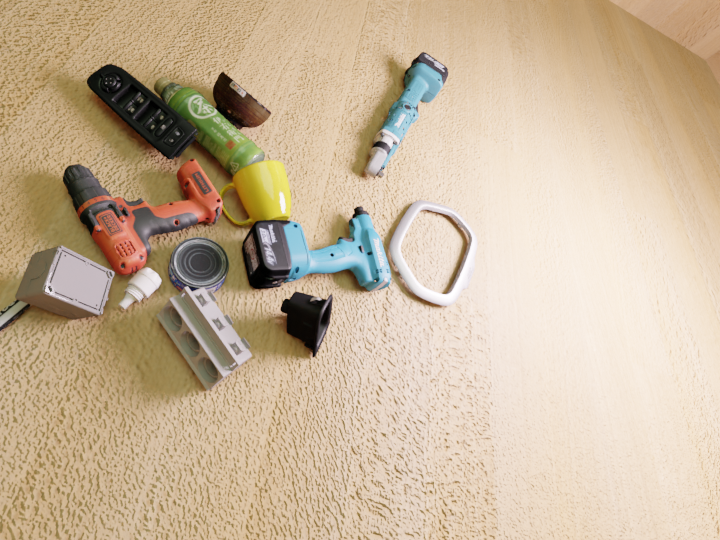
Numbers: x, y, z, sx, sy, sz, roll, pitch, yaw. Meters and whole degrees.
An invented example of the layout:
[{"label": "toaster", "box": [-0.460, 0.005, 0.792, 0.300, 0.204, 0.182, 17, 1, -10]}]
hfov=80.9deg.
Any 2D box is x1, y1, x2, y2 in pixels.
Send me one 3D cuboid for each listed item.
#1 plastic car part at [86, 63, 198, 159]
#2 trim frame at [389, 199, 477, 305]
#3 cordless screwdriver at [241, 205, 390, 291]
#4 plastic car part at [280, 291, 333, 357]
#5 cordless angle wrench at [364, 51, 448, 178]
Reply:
[{"label": "plastic car part", "box": [-0.356, -0.263, 0.699, 0.203, 0.067, 0.066, 40, 90, 1]}, {"label": "trim frame", "box": [0.150, -0.041, 0.835, 0.183, 0.028, 0.248, 34, 52, -3]}, {"label": "cordless screwdriver", "box": [-0.069, -0.045, 0.708, 0.238, 0.075, 0.164, 1, 62, -29]}, {"label": "plastic car part", "box": [-0.082, 0.066, 0.620, 0.072, 0.113, 0.066, 18, 54, 9]}, {"label": "cordless angle wrench", "box": [0.096, -0.354, 0.966, 0.097, 0.075, 0.424, 32, 56, -7]}]
